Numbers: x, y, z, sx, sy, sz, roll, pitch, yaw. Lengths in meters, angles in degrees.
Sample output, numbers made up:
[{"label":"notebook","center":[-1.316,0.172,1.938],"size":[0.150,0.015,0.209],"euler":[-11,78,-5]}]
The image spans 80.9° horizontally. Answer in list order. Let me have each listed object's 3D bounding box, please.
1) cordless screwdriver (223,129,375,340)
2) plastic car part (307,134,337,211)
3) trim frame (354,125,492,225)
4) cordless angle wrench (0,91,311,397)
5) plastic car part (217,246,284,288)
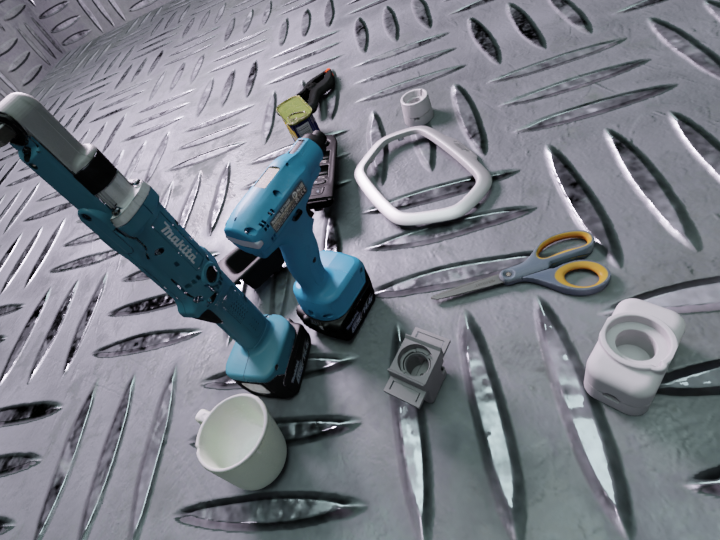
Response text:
[{"label":"cordless screwdriver","center":[-0.050,-0.033,0.513],"size":[0.078,0.236,0.159],"euler":[13,60,32]},{"label":"plastic car part","center":[-0.069,-0.172,0.753],"size":[0.068,0.063,0.209],"euler":[-13,49,15]},{"label":"trim frame","center":[0.095,-0.159,0.688],"size":[0.184,0.026,0.262],"euler":[-32,47,-1]},{"label":"cordless angle wrench","center":[-0.170,0.007,0.426],"size":[0.077,0.401,0.099],"euler":[-3,52,22]},{"label":"plastic car part","center":[-0.154,-0.016,0.666],"size":[0.116,0.067,0.070],"euler":[-41,48,-9]}]
